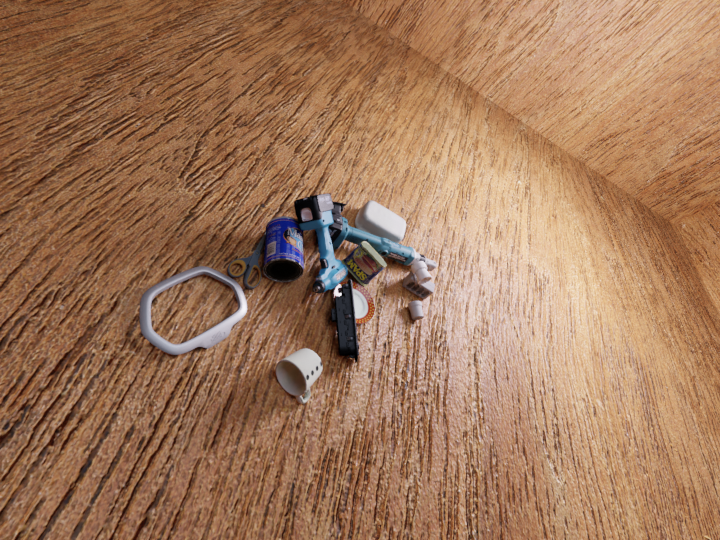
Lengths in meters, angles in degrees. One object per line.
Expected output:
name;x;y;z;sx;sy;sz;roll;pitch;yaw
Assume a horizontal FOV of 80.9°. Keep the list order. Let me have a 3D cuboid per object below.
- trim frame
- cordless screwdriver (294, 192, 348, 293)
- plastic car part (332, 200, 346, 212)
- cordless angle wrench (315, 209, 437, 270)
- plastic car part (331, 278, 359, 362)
trim frame;-0.366;0.084;0.936;0.188;0.027;0.242;46;43;11
cordless screwdriver;-0.107;-0.070;1.098;0.156;0.077;0.245;-35;112;-62
plastic car part;-0.107;-0.173;1.290;0.112;0.067;0.072;5;68;-25
cordless angle wrench;0.065;-0.071;1.287;0.406;0.098;0.077;18;45;-24
plastic car part;-0.037;0.127;1.057;0.066;0.066;0.208;-4;67;-15
